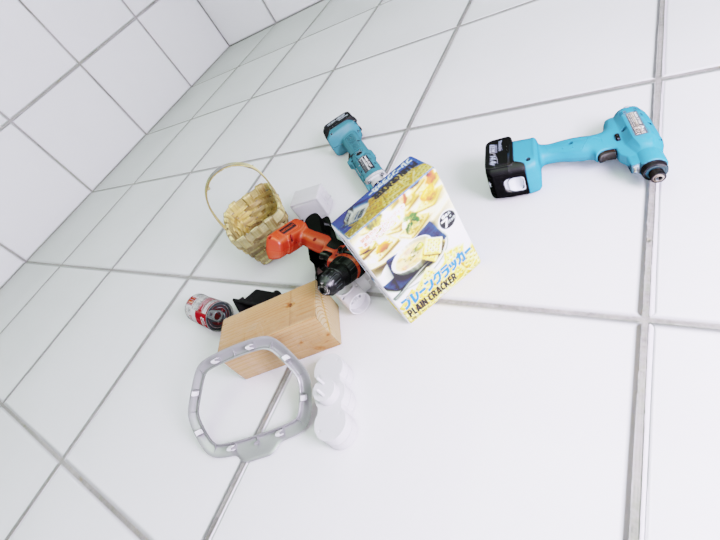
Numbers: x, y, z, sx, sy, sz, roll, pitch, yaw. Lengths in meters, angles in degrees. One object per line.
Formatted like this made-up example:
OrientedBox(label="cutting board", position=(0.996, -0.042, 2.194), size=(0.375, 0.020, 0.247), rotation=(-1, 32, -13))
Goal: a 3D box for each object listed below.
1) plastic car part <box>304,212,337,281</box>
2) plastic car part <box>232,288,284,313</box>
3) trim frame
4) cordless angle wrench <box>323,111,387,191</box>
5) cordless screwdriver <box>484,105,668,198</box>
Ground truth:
OrientedBox(label="plastic car part", position=(-0.089, -0.058, 0.914), size=(0.067, 0.064, 0.211), rotation=(-37, 36, 18))
OrientedBox(label="plastic car part", position=(-0.196, 0.070, 0.877), size=(0.122, 0.063, 0.070), rotation=(1, 38, 35))
OrientedBox(label="trim frame", position=(-0.192, 0.215, 0.702), size=(0.253, 0.026, 0.188), rotation=(-23, 74, 16))
OrientedBox(label="cordless angle wrench", position=(0.006, -0.266, 1.032), size=(0.098, 0.070, 0.443), rotation=(-32, 42, 7))
OrientedBox(label="cordless screwdriver", position=(0.341, -0.177, 0.693), size=(0.257, 0.070, 0.162), rotation=(-10, 47, 25))
